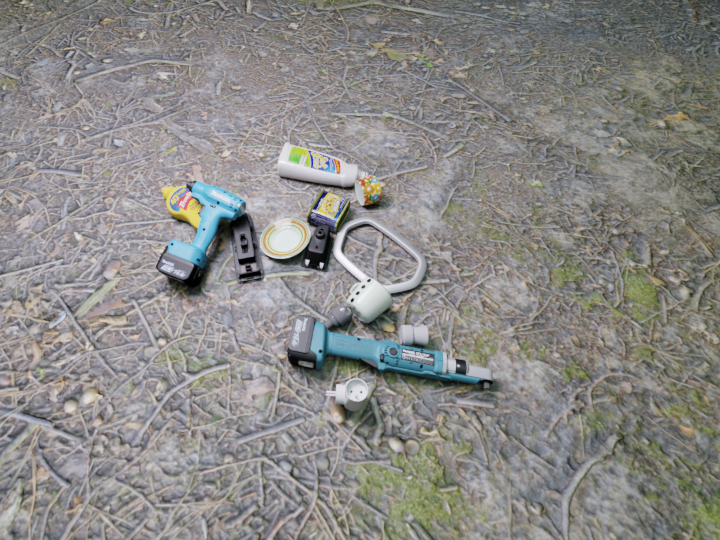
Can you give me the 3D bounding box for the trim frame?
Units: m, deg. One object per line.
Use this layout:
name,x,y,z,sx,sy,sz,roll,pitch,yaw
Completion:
trim frame,0.046,-0.041,1.055,0.260,0.027,0.182,38,64,24

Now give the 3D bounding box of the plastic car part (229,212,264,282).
plastic car part,-0.292,-0.071,1.054,0.066,0.064,0.212,-16,55,-4

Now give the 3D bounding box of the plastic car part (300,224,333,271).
plastic car part,-0.102,-0.067,1.044,0.066,0.069,0.118,11,59,3

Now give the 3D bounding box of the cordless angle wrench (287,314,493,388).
cordless angle wrench,0.062,0.180,0.881,0.426,0.072,0.100,10,57,3

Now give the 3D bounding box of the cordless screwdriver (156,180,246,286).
cordless screwdriver,-0.401,-0.096,1.017,0.162,0.073,0.249,24,74,9
